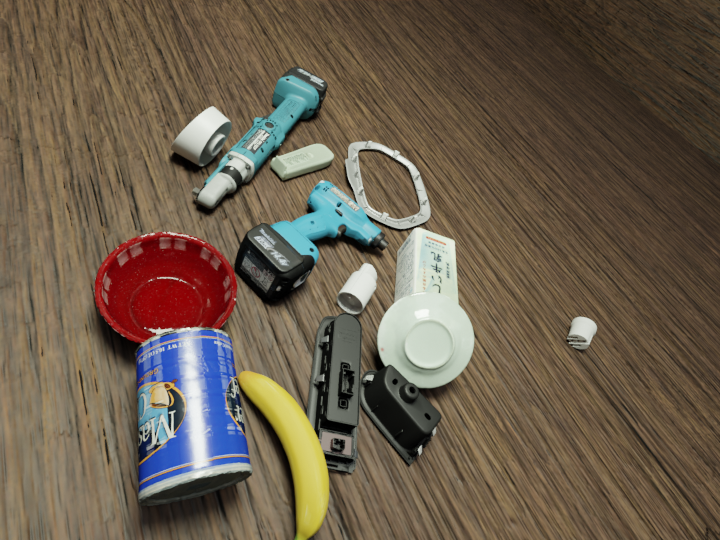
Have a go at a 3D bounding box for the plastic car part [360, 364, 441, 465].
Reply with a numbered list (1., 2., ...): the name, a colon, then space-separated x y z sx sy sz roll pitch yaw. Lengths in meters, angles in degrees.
1. plastic car part: 0.053 0.170 0.536 0.119 0.071 0.064 48 47 12

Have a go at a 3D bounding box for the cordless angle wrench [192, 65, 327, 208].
1. cordless angle wrench: -0.176 -0.250 0.781 0.097 0.074 0.426 26 49 -5

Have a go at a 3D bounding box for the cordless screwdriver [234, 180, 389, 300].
1. cordless screwdriver: -0.064 -0.042 0.658 0.162 0.074 0.245 38 43 7

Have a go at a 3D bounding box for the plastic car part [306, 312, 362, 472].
1. plastic car part: -0.028 0.135 0.537 0.065 0.066 0.209 10 47 -9

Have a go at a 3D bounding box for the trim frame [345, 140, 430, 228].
1. trim frame: 0.053 -0.182 0.858 0.179 0.027 0.257 8 52 -18
